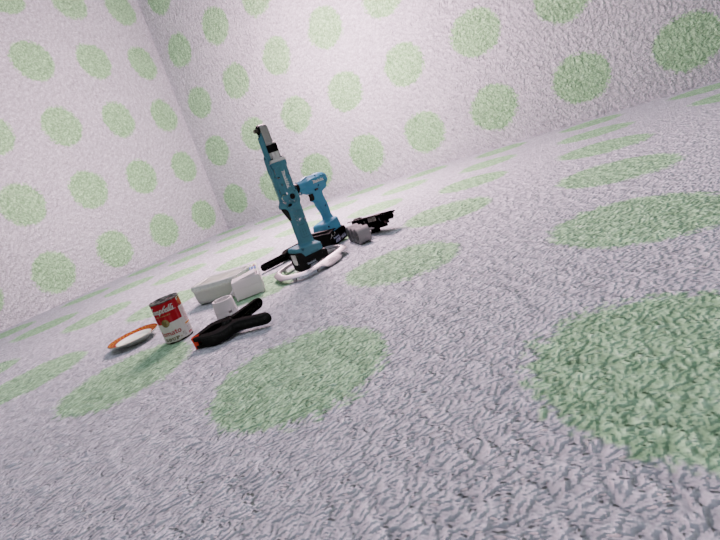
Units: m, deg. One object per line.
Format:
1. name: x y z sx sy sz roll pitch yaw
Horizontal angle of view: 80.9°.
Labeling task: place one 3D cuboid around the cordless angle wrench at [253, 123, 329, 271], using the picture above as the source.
1. cordless angle wrench: -0.203 -0.203 1.183 0.095 0.416 0.077 -25 12 -29

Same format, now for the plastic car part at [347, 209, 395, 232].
1. plastic car part: 0.035 -0.159 1.402 0.064 0.066 0.212 -27 16 -31

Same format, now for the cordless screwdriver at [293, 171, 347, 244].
1. cordless screwdriver: -0.144 -0.198 1.423 0.077 0.245 0.155 -9 15 43

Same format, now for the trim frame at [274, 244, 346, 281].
1. trim frame: -0.143 -0.022 1.221 0.192 0.027 0.243 -8 19 38

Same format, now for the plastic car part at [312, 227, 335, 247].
1. plastic car part: -0.132 -0.087 1.353 0.119 0.070 0.065 -15 13 20
